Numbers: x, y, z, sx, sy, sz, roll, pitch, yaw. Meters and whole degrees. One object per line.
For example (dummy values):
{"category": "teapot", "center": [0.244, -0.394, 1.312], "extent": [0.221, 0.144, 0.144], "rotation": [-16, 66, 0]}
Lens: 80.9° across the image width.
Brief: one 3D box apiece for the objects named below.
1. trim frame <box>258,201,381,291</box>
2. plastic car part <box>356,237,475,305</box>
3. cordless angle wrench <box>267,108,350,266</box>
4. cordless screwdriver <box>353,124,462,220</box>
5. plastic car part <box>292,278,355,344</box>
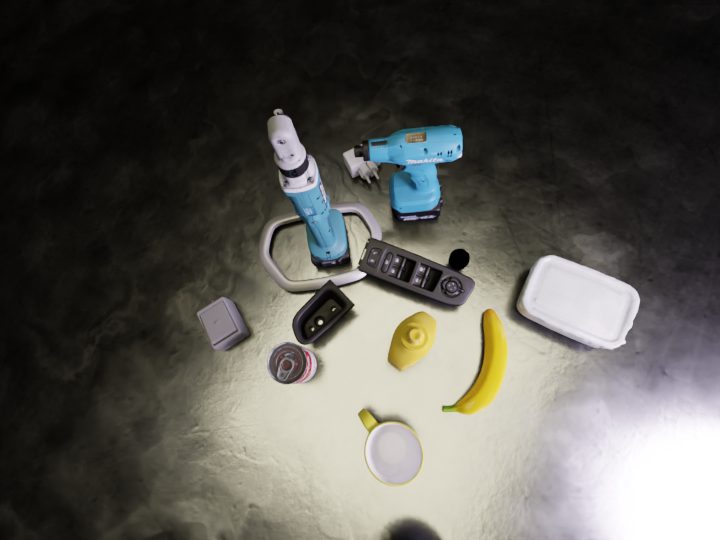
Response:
{"category": "trim frame", "center": [-0.082, -0.054, 0.839], "extent": [0.250, 0.027, 0.189], "rotation": [-12, 71, 5]}
{"category": "plastic car part", "center": [0.099, 0.010, 0.769], "extent": [0.209, 0.065, 0.066], "rotation": [21, 77, 14]}
{"category": "cordless angle wrench", "center": [-0.074, -0.102, 0.650], "extent": [0.075, 0.411, 0.100], "rotation": [-8, 75, 2]}
{"category": "cordless screwdriver", "center": [0.076, -0.163, 0.734], "extent": [0.161, 0.242, 0.076], "rotation": [-2, 75, 5]}
{"category": "plastic car part", "center": [-0.072, 0.084, 0.772], "extent": [0.116, 0.069, 0.068], "rotation": [-44, 74, -6]}
